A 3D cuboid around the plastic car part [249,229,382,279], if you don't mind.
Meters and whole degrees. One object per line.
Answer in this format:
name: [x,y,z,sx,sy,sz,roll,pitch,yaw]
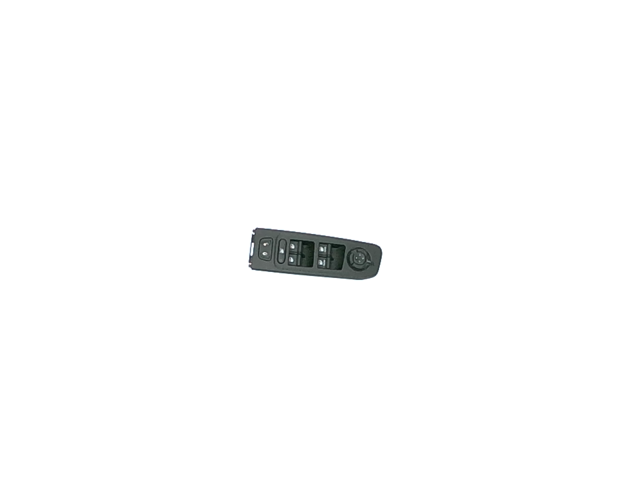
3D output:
plastic car part: [-0.006,0.032,0.664,0.203,0.066,0.067,4,-27,-3]
